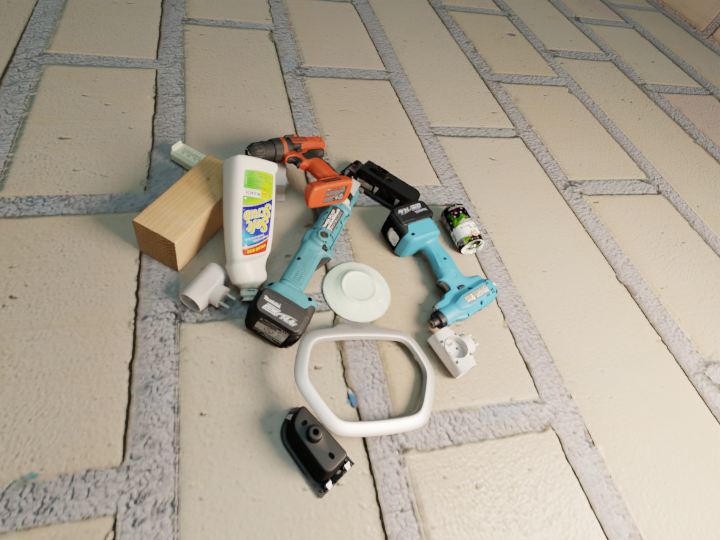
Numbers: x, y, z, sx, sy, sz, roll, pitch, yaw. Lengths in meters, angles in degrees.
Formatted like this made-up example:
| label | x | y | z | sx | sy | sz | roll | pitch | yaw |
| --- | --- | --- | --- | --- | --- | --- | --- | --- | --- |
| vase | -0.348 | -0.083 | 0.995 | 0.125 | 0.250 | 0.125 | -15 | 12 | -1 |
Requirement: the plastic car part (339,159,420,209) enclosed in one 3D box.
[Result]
| label | x | y | z | sx | sy | sz | roll | pitch | yaw |
| --- | --- | --- | --- | --- | --- | --- | --- | --- | --- |
| plastic car part | 0.055 | -0.193 | 0.948 | 0.208 | 0.066 | 0.065 | 38 | 47 | 13 |

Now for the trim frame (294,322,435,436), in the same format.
| label | x | y | z | sx | sy | sz | roll | pitch | yaw |
| --- | --- | --- | --- | --- | --- | --- | --- | --- | --- |
| trim frame | 0.012 | 0.163 | 0.666 | 0.240 | 0.027 | 0.191 | 1 | 54 | -23 |

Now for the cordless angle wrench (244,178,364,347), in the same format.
| label | x | y | z | sx | sy | sz | roll | pitch | yaw |
| --- | --- | --- | --- | --- | --- | --- | --- | --- | --- |
| cordless angle wrench | -0.079 | -0.052 | 0.805 | 0.097 | 0.075 | 0.425 | 30 | 48 | -7 |

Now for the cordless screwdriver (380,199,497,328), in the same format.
| label | x | y | z | sx | sy | sz | roll | pitch | yaw |
| --- | --- | --- | --- | --- | --- | --- | --- | --- | --- |
| cordless screwdriver | 0.130 | -0.012 | 0.820 | 0.155 | 0.073 | 0.258 | -25 | 66 | -27 |

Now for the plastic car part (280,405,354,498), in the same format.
| label | x | y | z | sx | sy | sz | roll | pitch | yaw |
| --- | --- | --- | --- | --- | --- | --- | --- | --- | --- |
| plastic car part | -0.063 | 0.240 | 0.590 | 0.064 | 0.070 | 0.120 | -33 | 70 | -33 |
